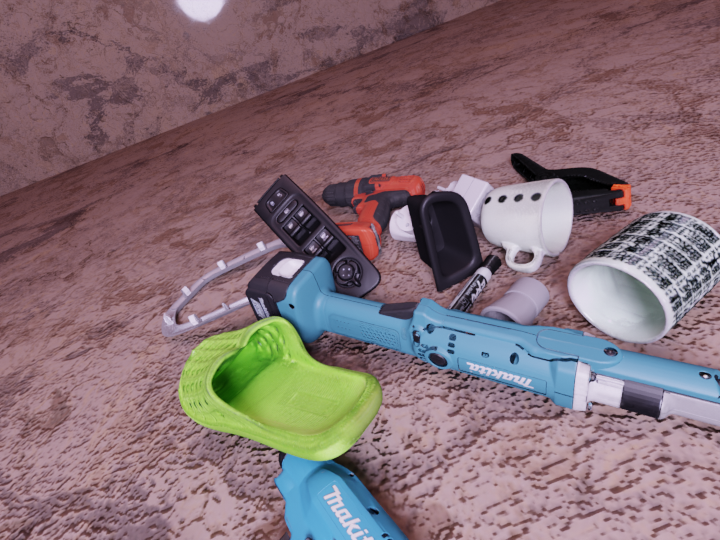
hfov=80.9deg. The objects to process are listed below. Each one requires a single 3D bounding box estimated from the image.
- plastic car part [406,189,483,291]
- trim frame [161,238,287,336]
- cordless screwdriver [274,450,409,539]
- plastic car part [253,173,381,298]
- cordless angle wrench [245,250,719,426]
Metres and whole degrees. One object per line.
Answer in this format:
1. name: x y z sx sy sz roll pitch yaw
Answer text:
1. plastic car part: 0.089 -0.047 0.498 0.065 0.113 0.074 -27 24 -13
2. trim frame: -0.182 0.016 0.610 0.251 0.026 0.190 -22 29 9
3. cordless screwdriver: -0.092 0.216 0.257 0.244 0.071 0.168 -31 33 -22
4. plastic car part: -0.054 -0.035 0.550 0.066 0.064 0.213 -44 63 -1
5. cordless angle wrench: 0.077 0.059 0.383 0.444 0.094 0.074 10 42 33
